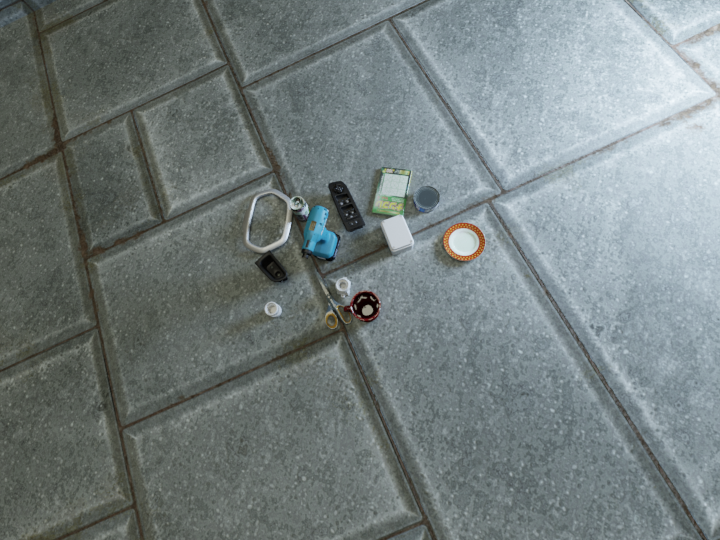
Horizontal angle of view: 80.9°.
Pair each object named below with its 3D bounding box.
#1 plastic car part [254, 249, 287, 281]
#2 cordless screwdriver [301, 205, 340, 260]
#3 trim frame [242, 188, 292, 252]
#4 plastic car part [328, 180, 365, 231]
[{"bbox_3d":[-0.287,0.001,1.414,0.066,0.068,0.121,-42,71,-6],"label":"plastic car part"},{"bbox_3d":[-0.129,-0.084,1.321,0.076,0.241,0.160,14,76,9],"label":"cordless screwdriver"},{"bbox_3d":[-0.334,-0.178,1.503,0.188,0.026,0.252,2,73,11],"label":"trim frame"},{"bbox_3d":[-0.049,-0.218,1.443,0.066,0.065,0.209,-24,70,0],"label":"plastic car part"}]
